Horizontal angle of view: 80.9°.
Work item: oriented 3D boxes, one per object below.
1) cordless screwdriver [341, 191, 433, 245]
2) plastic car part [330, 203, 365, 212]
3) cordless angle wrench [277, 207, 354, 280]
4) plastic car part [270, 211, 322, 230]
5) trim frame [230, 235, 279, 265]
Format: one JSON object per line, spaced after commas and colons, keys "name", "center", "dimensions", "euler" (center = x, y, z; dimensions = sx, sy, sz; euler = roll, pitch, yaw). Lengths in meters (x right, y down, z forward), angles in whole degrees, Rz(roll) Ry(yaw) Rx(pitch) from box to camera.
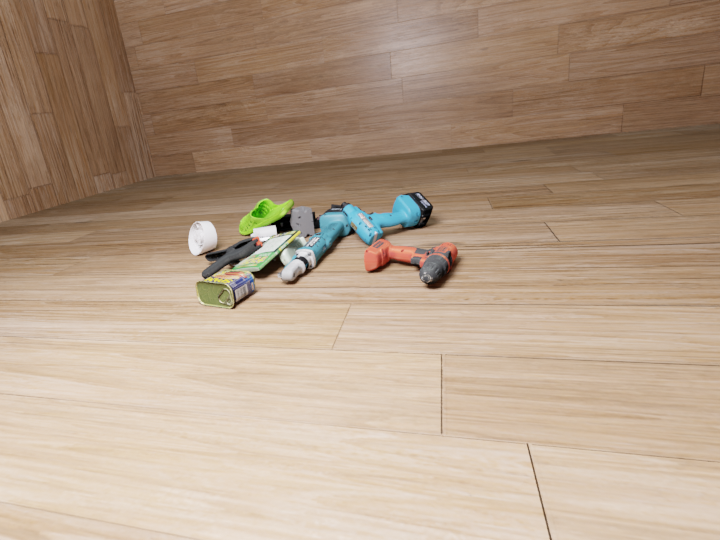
{"name": "cordless screwdriver", "center": [0.074, -0.168, 1.227], "dimensions": [0.242, 0.073, 0.167], "euler": [-21, 54, -27]}
{"name": "plastic car part", "center": [-0.035, -0.185, 1.410], "dimensions": [0.122, 0.065, 0.068], "euler": [9, 10, 28]}
{"name": "cordless angle wrench", "center": [-0.111, -0.072, 1.133], "dimensions": [0.101, 0.072, 0.421], "euler": [-1, 25, 17]}
{"name": "plastic car part", "center": [-0.214, -0.166, 1.414], "dimensions": [0.205, 0.065, 0.068], "euler": [-8, 27, 7]}
{"name": "trim frame", "center": [-0.274, -0.057, 1.201], "dimensions": [0.192, 0.027, 0.244], "euler": [2, 22, 25]}
